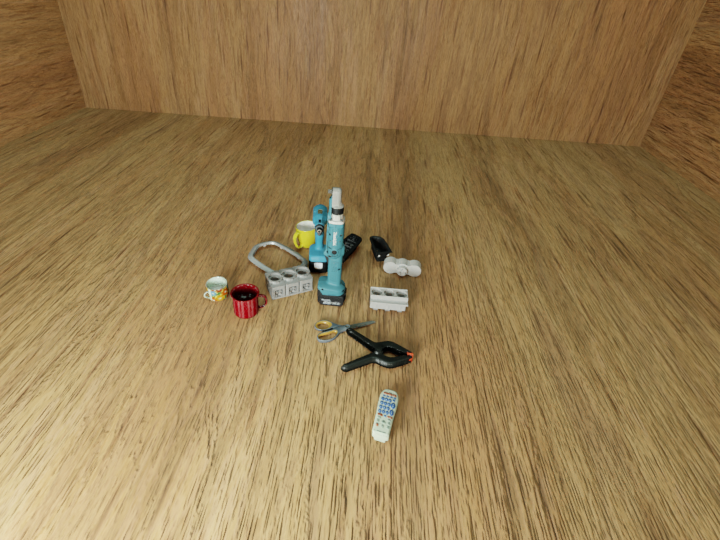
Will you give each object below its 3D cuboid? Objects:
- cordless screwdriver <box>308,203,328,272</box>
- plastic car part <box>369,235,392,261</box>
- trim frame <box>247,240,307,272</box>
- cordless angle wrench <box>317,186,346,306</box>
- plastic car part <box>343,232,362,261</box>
[{"bbox_3d":[-0.149,-0.097,1.520,0.074,0.242,0.164,2,35,-4],"label":"cordless screwdriver"},{"bbox_3d":[0.072,-0.077,1.651,0.065,0.069,0.122,-6,36,-14],"label":"plastic car part"},{"bbox_3d":[-0.319,-0.047,1.627,0.262,0.027,0.180,27,43,31],"label":"trim frame"},{"bbox_3d":[-0.082,-0.070,1.340,0.099,0.412,0.076,7,34,2],"label":"cordless angle wrench"},{"bbox_3d":[-0.052,-0.081,1.654,0.069,0.065,0.201,17,38,18],"label":"plastic car part"}]
